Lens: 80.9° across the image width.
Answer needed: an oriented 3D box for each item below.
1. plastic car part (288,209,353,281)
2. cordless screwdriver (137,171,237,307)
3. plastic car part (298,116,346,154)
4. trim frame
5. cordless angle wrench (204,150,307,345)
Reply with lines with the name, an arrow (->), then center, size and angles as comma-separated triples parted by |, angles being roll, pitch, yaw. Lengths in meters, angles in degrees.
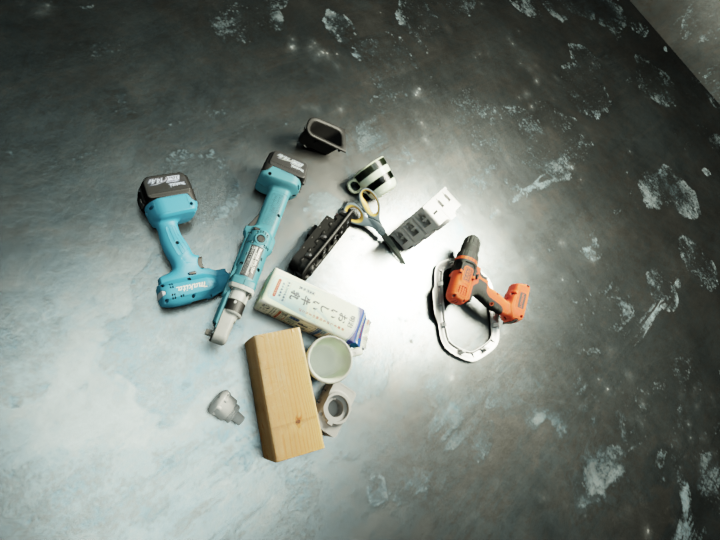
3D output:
plastic car part -> -0.089, -0.058, 0.908 | 0.067, 0.066, 0.203 | 30, 62, 1
cordless screwdriver -> -0.330, -0.062, 0.815 | 0.153, 0.076, 0.253 | -12, 78, -35
plastic car part -> -0.098, -0.311, 1.001 | 0.111, 0.073, 0.067 | 11, 66, -36
trim frame -> 0.248, 0.086, 0.996 | 0.179, 0.028, 0.253 | 7, 69, -17
cordless angle wrench -> -0.204, -0.054, 0.834 | 0.096, 0.075, 0.430 | 21, 58, -14
